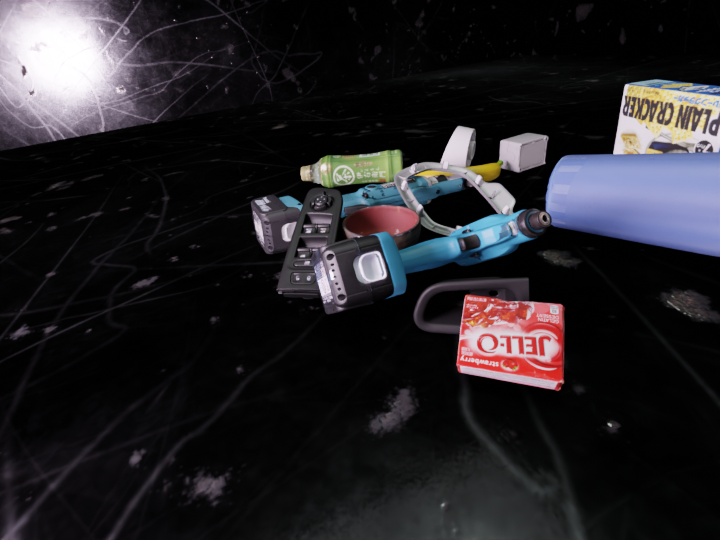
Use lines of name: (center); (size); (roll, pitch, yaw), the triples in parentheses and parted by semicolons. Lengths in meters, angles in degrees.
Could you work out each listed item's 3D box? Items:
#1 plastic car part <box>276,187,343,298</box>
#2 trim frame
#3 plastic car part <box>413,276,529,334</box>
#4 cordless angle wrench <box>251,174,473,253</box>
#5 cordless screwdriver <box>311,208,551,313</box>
plastic car part: (-0.059, -0.039, 0.605); (0.068, 0.064, 0.208); (-6, 53, 17)
trim frame: (0.159, -0.123, 0.704); (0.181, 0.027, 0.260); (-4, 39, -12)
plastic car part: (0.122, 0.032, 0.476); (0.120, 0.065, 0.070); (-1, 14, 19)
cordless angle wrench: (0.021, -0.124, 0.758); (0.414, 0.072, 0.103); (-16, 30, -18)
cordless screwdriver: (0.076, -0.019, 0.485); (0.243, 0.075, 0.161); (-14, -4, -19)
